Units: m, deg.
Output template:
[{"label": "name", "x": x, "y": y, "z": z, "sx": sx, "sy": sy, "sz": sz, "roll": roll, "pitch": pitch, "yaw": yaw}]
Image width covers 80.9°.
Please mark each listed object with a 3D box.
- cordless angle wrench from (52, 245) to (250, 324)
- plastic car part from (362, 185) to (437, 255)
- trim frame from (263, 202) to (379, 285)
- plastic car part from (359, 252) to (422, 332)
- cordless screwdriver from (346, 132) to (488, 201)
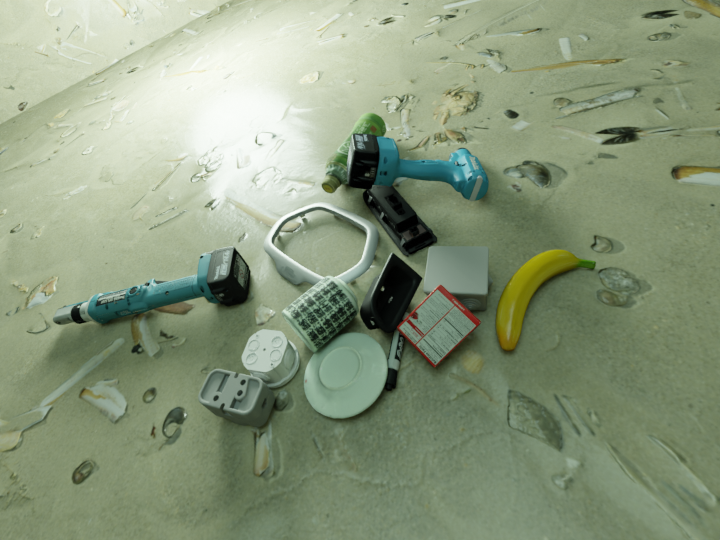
[{"label": "cordless angle wrench", "x": -0.421, "y": 0.052, "z": 0.818, "sx": 0.430, "sy": 0.071, "sz": 0.101, "roll": -13, "pitch": 48, "yaw": 13}, {"label": "plastic car part", "x": 0.057, "y": -0.116, "z": 0.783, "sx": 0.066, "sy": 0.063, "sz": 0.214, "roll": -32, "pitch": 45, "yaw": 1}, {"label": "trim frame", "x": -0.078, "y": -0.051, "z": 0.800, "sx": 0.263, "sy": 0.026, "sz": 0.182, "roll": 30, "pitch": 65, "yaw": 35}, {"label": "plastic car part", "x": 0.034, "y": 0.043, "z": 0.651, "sx": 0.116, "sy": 0.065, "sz": 0.072, "roll": -58, "pitch": 14, "yaw": -29}, {"label": "cordless screwdriver", "x": 0.101, "y": -0.202, "z": 0.787, "sx": 0.249, "sy": 0.072, "sz": 0.163, "roll": 8, "pitch": 38, "yaw": -1}]
